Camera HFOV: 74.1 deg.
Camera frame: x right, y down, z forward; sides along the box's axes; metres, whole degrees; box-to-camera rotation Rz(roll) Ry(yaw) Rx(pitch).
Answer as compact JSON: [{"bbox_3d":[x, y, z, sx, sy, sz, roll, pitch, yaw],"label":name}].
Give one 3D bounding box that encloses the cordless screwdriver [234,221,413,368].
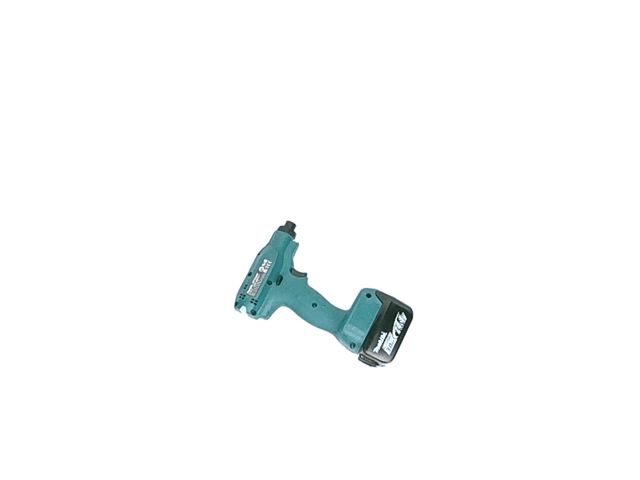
[{"bbox_3d":[0.013,0.077,0.629,0.249,0.158,0.074,22,-19,11],"label":"cordless screwdriver"}]
